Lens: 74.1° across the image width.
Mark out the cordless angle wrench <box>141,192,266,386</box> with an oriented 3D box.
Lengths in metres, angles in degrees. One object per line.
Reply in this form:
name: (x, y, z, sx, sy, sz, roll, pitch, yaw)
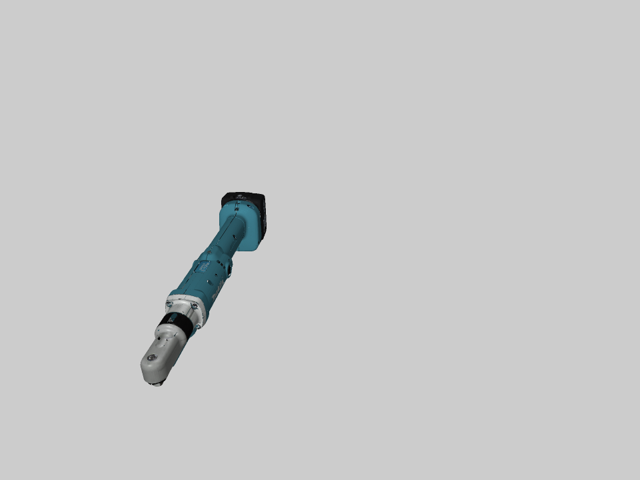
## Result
cordless angle wrench: (-0.163, 0.044, 0.639, 0.074, 0.098, 0.421, 4, 29, 5)
